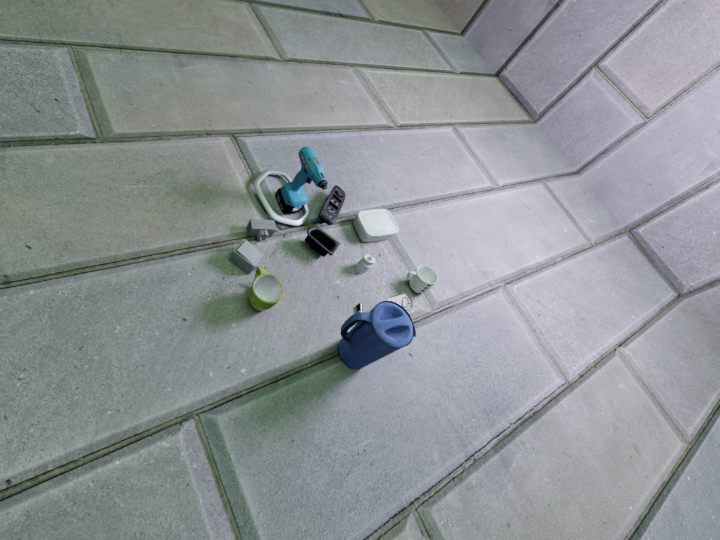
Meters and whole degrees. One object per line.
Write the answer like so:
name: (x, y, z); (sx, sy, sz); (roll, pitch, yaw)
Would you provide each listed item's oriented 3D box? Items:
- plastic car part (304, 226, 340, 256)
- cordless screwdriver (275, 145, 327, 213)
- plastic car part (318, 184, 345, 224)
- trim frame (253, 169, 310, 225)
plastic car part: (-0.140, -0.092, 1.432); (0.116, 0.071, 0.066); (37, 48, -3)
cordless screwdriver: (-0.192, -0.274, 1.413); (0.071, 0.251, 0.164); (-12, 67, -37)
plastic car part: (-0.106, -0.235, 1.555); (0.065, 0.067, 0.205); (30, 49, -10)
trim frame: (-0.278, -0.261, 1.506); (0.178, 0.028, 0.256); (-21, 69, -37)
